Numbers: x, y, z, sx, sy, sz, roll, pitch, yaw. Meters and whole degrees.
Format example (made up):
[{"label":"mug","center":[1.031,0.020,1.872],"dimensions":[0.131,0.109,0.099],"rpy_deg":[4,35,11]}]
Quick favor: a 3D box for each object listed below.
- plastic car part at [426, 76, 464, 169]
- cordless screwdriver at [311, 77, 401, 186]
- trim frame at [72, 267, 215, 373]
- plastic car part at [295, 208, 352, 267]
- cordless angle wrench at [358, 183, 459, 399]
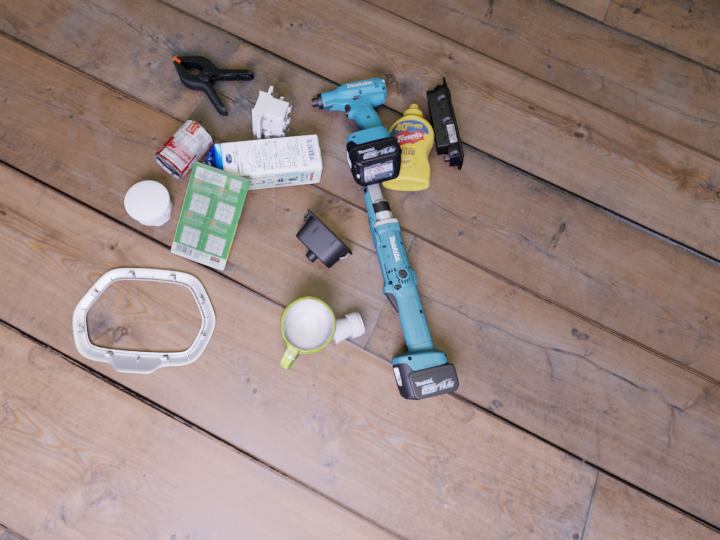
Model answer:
[{"label":"plastic car part","center":[0.177,-0.314,0.906],"dimensions":[0.069,0.063,0.206],"rpy_deg":[-8,74,17]},{"label":"cordless screwdriver","center":[-0.010,-0.286,0.852],"dimensions":[0.160,0.071,0.257],"rpy_deg":[-11,59,2]},{"label":"trim frame","center":[-0.386,0.087,0.754],"dimensions":[0.246,0.027,0.187],"rpy_deg":[5,74,-5]},{"label":"plastic car part","center":[-0.079,-0.052,0.808],"dimensions":[0.071,0.065,0.118],"rpy_deg":[-42,85,0]},{"label":"cordless angle wrench","center":[0.071,0.015,0.792],"dimensions":[0.097,0.073,0.433],"rpy_deg":[-11,72,-10]}]
